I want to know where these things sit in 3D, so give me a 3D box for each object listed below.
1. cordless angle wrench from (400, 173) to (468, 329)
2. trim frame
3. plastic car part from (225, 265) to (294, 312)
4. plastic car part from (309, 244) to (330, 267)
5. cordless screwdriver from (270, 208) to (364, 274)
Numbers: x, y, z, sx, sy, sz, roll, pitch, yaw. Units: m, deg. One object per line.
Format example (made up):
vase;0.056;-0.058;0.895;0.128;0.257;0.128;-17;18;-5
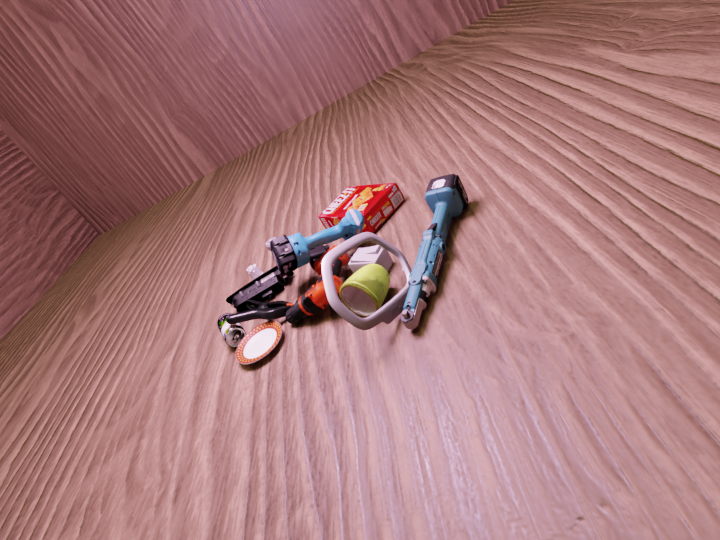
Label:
cordless angle wrench;0.155;-0.049;0.917;0.077;0.093;0.426;-10;41;35
trim frame;0.020;0.017;0.849;0.242;0.186;0.028;-33;-8;-45
plastic car part;-0.279;0.059;1.186;0.204;0.063;0.070;-28;55;6
plastic car part;-0.124;-0.056;1.210;0.070;0.063;0.122;-22;31;-11
cordless screwdriver;-0.109;-0.071;1.110;0.247;0.076;0.156;-24;-15;-8
